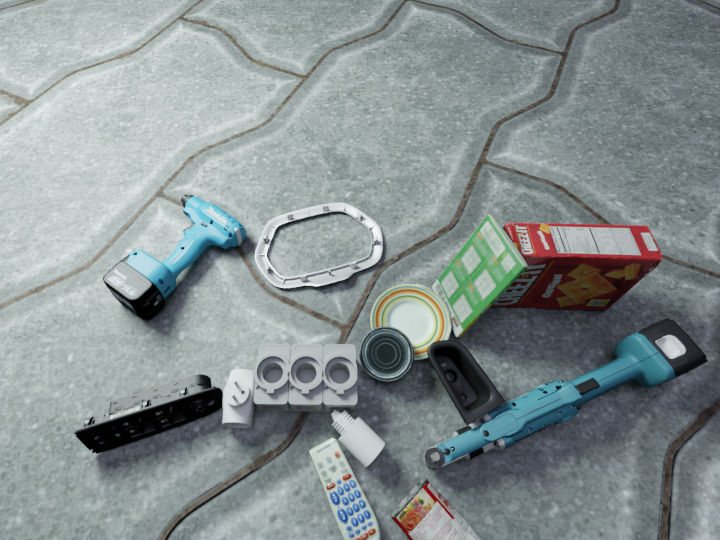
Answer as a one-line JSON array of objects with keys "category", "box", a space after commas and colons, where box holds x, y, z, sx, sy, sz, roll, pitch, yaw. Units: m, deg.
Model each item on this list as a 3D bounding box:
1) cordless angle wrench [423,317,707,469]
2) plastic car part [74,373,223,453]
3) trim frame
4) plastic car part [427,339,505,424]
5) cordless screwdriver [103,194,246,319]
[{"category": "cordless angle wrench", "box": [0.283, 0.191, 0.614, 0.419, 0.094, 0.077, -22, 61, -7]}, {"category": "plastic car part", "box": [-0.304, 0.207, 0.632, 0.201, 0.064, 0.070, -14, 34, -6]}, {"category": "trim frame", "box": [-0.079, -0.052, 0.807, 0.245, 0.027, 0.192, -14, 59, -10]}, {"category": "plastic car part", "box": [0.145, 0.163, 0.636, 0.065, 0.069, 0.121, -27, 66, -11]}, {"category": "cordless screwdriver", "box": [-0.351, -0.041, 0.781, 0.165, 0.072, 0.246, 32, 60, 19]}]
